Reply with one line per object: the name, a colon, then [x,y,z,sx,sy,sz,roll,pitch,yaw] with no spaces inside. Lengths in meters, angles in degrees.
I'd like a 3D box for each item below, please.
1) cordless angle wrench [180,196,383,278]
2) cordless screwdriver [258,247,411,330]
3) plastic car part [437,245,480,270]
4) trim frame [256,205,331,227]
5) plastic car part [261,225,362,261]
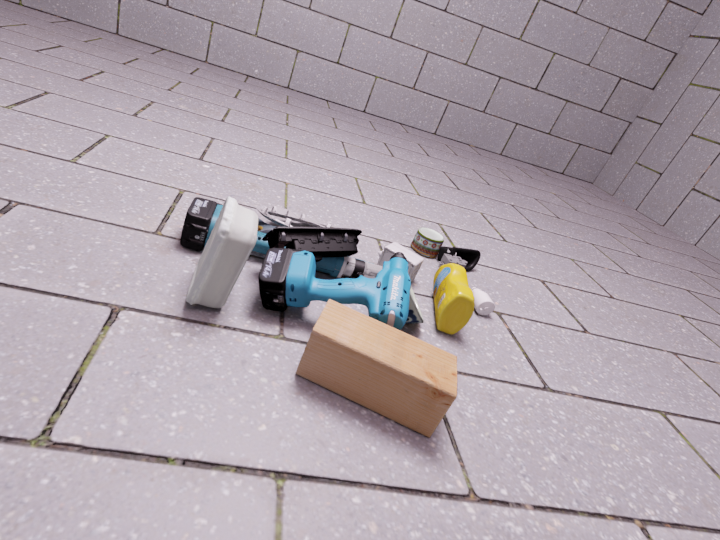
cordless angle wrench: [-0.139,-0.042,0.854,0.414,0.073,0.101,16,29,-12]
cordless screwdriver: [-0.040,0.012,0.722,0.253,0.072,0.162,8,44,9]
plastic car part: [0.245,-0.037,1.095,0.111,0.065,0.075,0,21,-39]
trim frame: [-0.121,-0.103,0.944,0.195,0.027,0.236,29,14,37]
plastic car part: [-0.078,-0.051,0.802,0.195,0.067,0.069,-7,68,-34]
